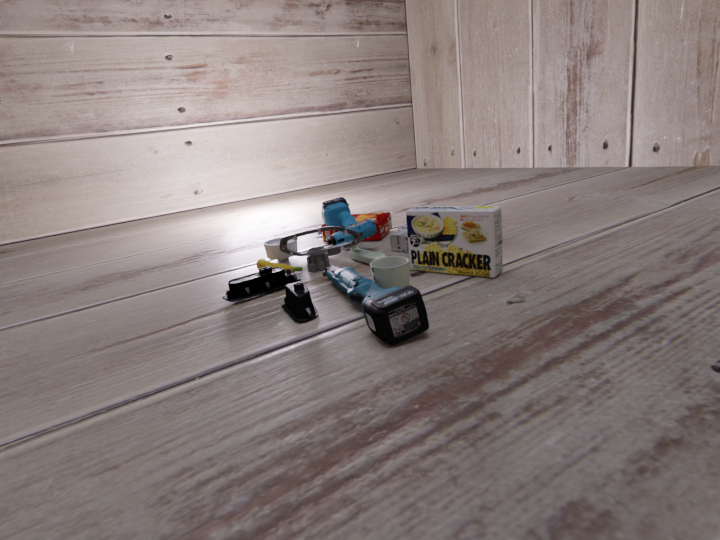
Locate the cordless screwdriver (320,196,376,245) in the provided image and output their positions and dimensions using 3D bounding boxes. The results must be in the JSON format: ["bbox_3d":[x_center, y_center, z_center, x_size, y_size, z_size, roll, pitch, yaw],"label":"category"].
[{"bbox_3d":[-0.071,-0.156,1.384,0.157,0.072,0.262,-21,32,-15],"label":"cordless screwdriver"}]

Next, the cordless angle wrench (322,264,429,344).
[{"bbox_3d":[0.000,0.040,0.911,0.096,0.073,0.439,-22,18,-15],"label":"cordless angle wrench"}]

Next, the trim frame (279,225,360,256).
[{"bbox_3d":[-0.120,-0.079,1.231,0.255,0.028,0.175,-12,-20,18],"label":"trim frame"}]

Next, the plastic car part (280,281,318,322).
[{"bbox_3d":[-0.131,0.058,0.905,0.064,0.070,0.121,-13,15,-19],"label":"plastic car part"}]

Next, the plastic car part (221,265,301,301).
[{"bbox_3d":[-0.250,0.030,1.065,0.197,0.065,0.070,-21,28,-31],"label":"plastic car part"}]
